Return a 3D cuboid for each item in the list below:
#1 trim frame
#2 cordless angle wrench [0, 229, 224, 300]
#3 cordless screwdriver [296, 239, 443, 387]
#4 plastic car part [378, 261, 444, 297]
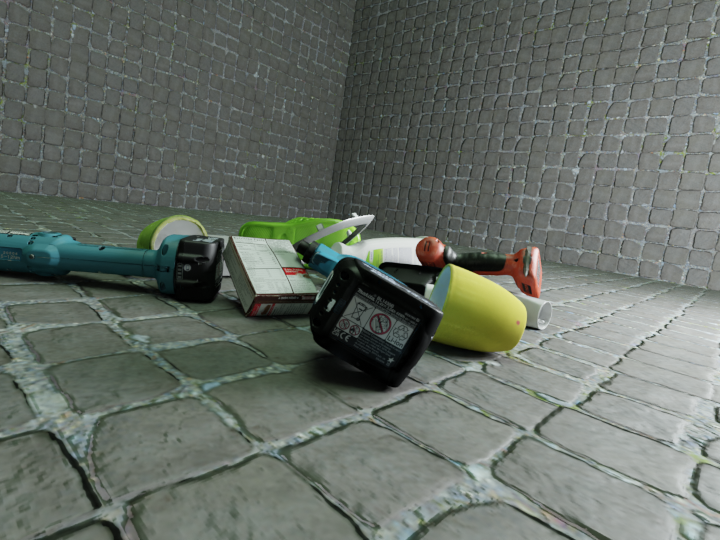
[{"bbox_3d":[-0.074,-0.048,0.756,0.180,0.028,0.252,-24,-2,-21],"label":"trim frame"},{"bbox_3d":[-0.393,-0.021,0.537,0.420,0.074,0.099,5,7,-4],"label":"cordless angle wrench"},{"bbox_3d":[-0.011,0.018,0.448,0.160,0.074,0.249,30,5,-2],"label":"cordless screwdriver"},{"bbox_3d":[0.072,0.027,0.688,0.121,0.065,0.069,8,21,26],"label":"plastic car part"}]
